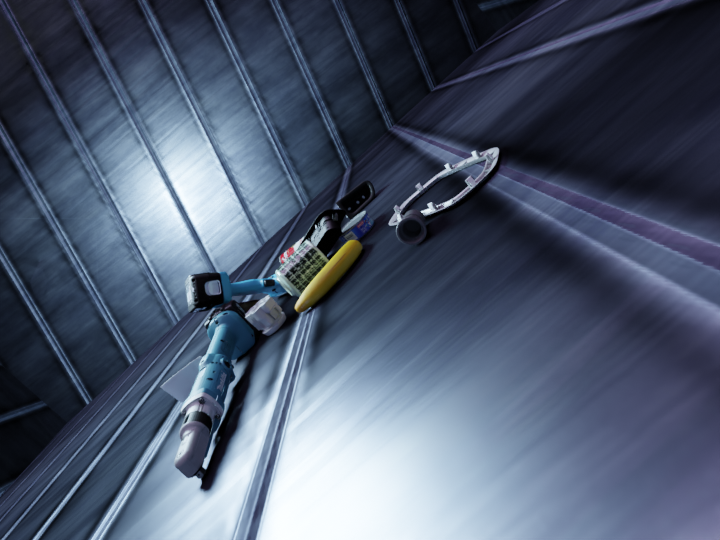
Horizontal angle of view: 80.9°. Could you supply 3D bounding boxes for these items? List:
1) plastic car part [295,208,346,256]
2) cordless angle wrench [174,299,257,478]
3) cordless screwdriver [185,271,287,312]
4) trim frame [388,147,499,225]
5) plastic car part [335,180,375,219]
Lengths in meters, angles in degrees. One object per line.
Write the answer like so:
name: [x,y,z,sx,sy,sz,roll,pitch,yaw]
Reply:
plastic car part: [-0.093,-0.061,0.953,0.203,0.064,0.069,-55,32,42]
cordless angle wrench: [-0.241,0.172,0.706,0.074,0.095,0.434,-38,18,4]
cordless screwdriver: [-0.256,0.035,0.949,0.238,0.075,0.164,-6,-10,-34]
trim frame: [0.137,-0.142,0.738,0.183,0.027,0.256,-49,18,-19]
plastic car part: [-0.010,-0.200,1.218,0.116,0.066,0.071,-41,-2,-9]
